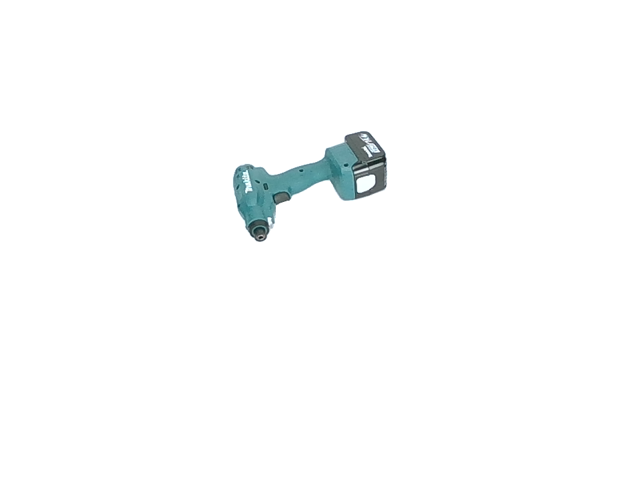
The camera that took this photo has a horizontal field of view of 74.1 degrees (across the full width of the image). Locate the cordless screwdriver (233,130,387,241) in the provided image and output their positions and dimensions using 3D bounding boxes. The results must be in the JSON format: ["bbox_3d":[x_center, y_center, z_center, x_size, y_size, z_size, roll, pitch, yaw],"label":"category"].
[{"bbox_3d":[-0.012,-0.086,0.688,0.249,0.159,0.074,-15,-41,-4],"label":"cordless screwdriver"}]
